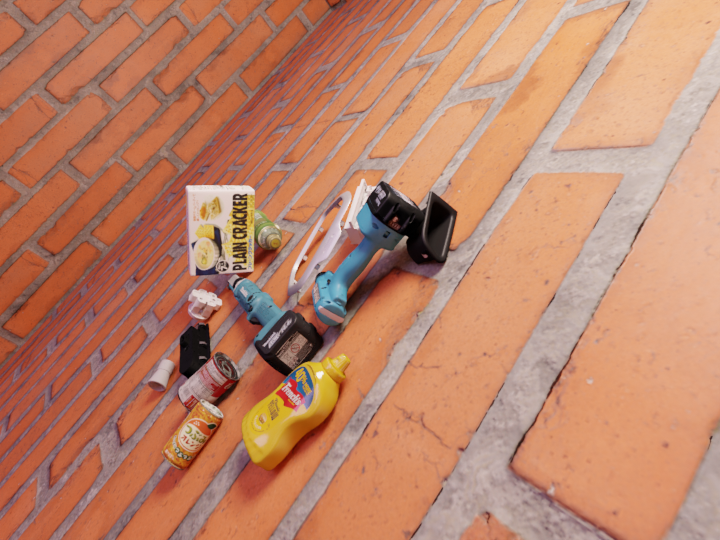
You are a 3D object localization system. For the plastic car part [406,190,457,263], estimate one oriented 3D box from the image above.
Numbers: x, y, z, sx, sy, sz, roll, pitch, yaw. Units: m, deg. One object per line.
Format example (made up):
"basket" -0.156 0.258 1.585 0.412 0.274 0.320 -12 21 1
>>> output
"plastic car part" 0.108 -0.061 0.703 0.073 0.063 0.117 -26 37 53

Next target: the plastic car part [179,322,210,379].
"plastic car part" -0.375 0.181 0.951 0.066 0.064 0.213 -37 36 -2

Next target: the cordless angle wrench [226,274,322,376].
"cordless angle wrench" -0.213 0.076 0.885 0.098 0.071 0.445 -49 31 -9

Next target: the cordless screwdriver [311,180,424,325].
"cordless screwdriver" -0.005 -0.035 0.742 0.249 0.072 0.164 -54 21 14

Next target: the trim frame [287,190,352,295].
"trim frame" -0.085 -0.056 0.871 0.248 0.027 0.189 -60 17 -7
